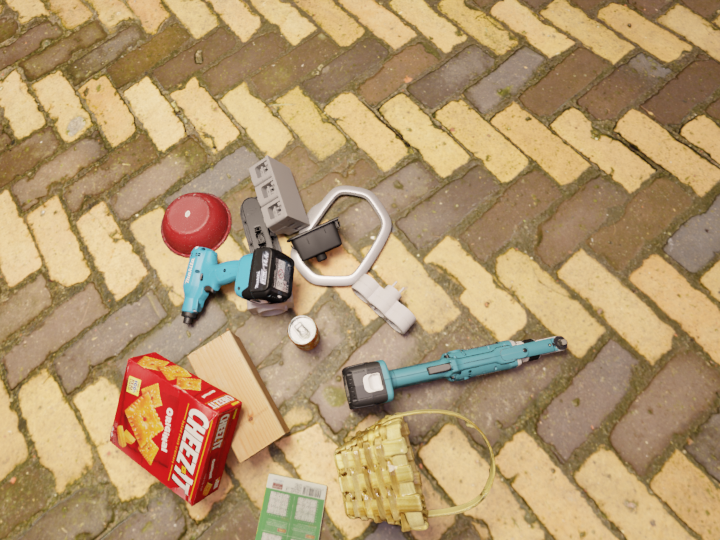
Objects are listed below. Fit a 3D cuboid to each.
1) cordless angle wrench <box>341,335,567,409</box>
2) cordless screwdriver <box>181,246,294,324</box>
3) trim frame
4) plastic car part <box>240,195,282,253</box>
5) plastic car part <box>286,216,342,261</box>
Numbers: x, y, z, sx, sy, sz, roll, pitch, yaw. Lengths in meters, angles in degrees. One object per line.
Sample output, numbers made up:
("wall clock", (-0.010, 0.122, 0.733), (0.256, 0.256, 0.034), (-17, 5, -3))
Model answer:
("cordless angle wrench", (0.180, 0.176, 0.784), (0.419, 0.096, 0.076), (-11, 72, -6))
("cordless screwdriver", (-0.251, 0.032, 0.819), (0.260, 0.070, 0.161), (0, 72, 32))
("trim frame", (-0.043, -0.077, 0.916), (0.188, 0.027, 0.248), (28, 75, 11))
("plastic car part", (-0.218, -0.076, 0.908), (0.066, 0.065, 0.210), (-21, 68, 1))
("plastic car part", (-0.085, -0.056, 0.874), (0.116, 0.066, 0.071), (-28, 87, -4))
